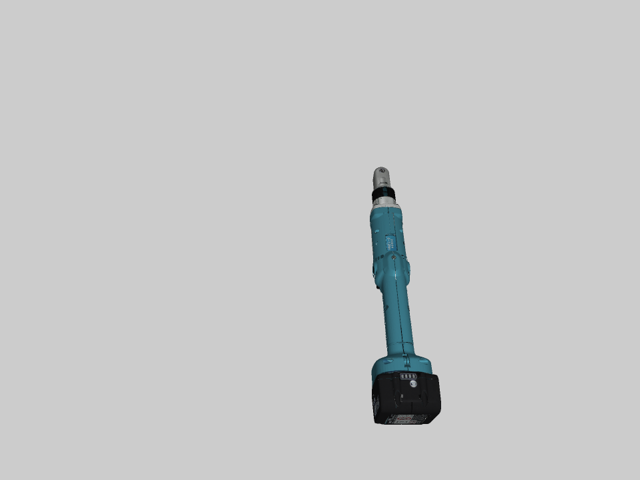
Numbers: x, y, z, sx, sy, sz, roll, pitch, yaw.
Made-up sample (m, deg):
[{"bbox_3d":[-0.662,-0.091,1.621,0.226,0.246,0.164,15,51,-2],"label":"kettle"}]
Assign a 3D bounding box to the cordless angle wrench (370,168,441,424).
[{"bbox_3d":[0.107,0.048,0.643,0.074,0.421,0.098,0,-34,0],"label":"cordless angle wrench"}]
